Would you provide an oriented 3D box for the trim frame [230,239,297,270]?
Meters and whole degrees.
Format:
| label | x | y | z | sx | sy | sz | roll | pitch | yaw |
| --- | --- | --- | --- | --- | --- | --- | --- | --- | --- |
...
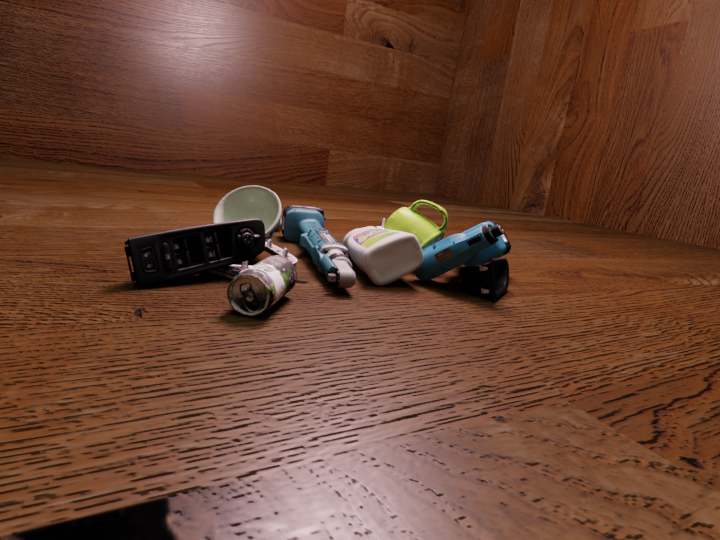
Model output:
| label | x | y | z | sx | sy | sz | roll | pitch | yaw |
| --- | --- | --- | --- | --- | --- | --- | --- | --- | --- |
| trim frame | -0.222 | -0.038 | 0.765 | 0.176 | 0.027 | 0.262 | -4 | 19 | -32 |

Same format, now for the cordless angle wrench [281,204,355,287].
| label | x | y | z | sx | sy | sz | roll | pitch | yaw |
| --- | --- | --- | --- | --- | --- | --- | --- | --- | --- |
| cordless angle wrench | -0.078 | -0.051 | 0.802 | 0.095 | 0.073 | 0.439 | 3 | 17 | -18 |

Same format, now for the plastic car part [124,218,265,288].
| label | x | y | z | sx | sy | sz | roll | pitch | yaw |
| --- | --- | --- | --- | --- | --- | --- | --- | --- | --- |
| plastic car part | -0.230 | -0.030 | 0.608 | 0.196 | 0.066 | 0.070 | -17 | 4 | -34 |

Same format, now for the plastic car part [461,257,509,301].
| label | x | y | z | sx | sy | sz | roll | pitch | yaw |
| --- | --- | --- | --- | --- | --- | --- | --- | --- | --- |
| plastic car part | 0.207 | 0.011 | 0.719 | 0.074 | 0.066 | 0.112 | -2 | 4 | 29 |

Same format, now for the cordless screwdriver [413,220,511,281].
| label | x | y | z | sx | sy | sz | roll | pitch | yaw |
| --- | --- | --- | --- | --- | --- | --- | --- | --- | --- |
| cordless screwdriver | 0.211 | -0.047 | 0.768 | 0.163 | 0.075 | 0.239 | -29 | -9 | 36 |
